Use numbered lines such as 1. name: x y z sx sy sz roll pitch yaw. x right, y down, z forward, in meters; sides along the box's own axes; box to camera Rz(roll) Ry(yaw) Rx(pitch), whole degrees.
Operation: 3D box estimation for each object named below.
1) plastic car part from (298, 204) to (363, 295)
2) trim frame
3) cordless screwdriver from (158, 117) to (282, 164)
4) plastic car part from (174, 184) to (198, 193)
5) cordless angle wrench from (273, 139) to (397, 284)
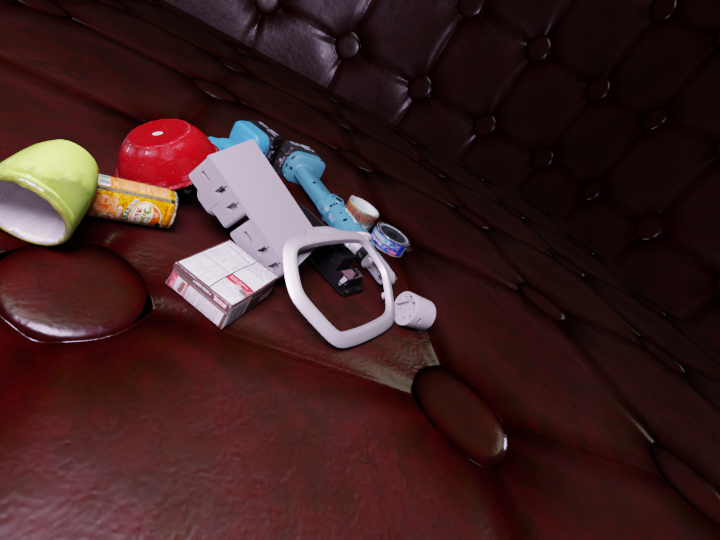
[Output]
1. plastic car part: -0.070 -0.046 0.720 0.213 0.066 0.064 41 34 26
2. trim frame: -0.024 0.014 0.622 0.238 0.028 0.187 -12 75 -53
3. cordless screwdriver: -0.285 -0.271 0.881 0.163 0.074 0.244 36 30 10
4. plastic car part: -0.282 -0.169 0.722 0.067 0.066 0.123 29 18 -44
5. cordless angle wrench: -0.056 -0.125 0.866 0.093 0.074 0.445 6 37 -42
